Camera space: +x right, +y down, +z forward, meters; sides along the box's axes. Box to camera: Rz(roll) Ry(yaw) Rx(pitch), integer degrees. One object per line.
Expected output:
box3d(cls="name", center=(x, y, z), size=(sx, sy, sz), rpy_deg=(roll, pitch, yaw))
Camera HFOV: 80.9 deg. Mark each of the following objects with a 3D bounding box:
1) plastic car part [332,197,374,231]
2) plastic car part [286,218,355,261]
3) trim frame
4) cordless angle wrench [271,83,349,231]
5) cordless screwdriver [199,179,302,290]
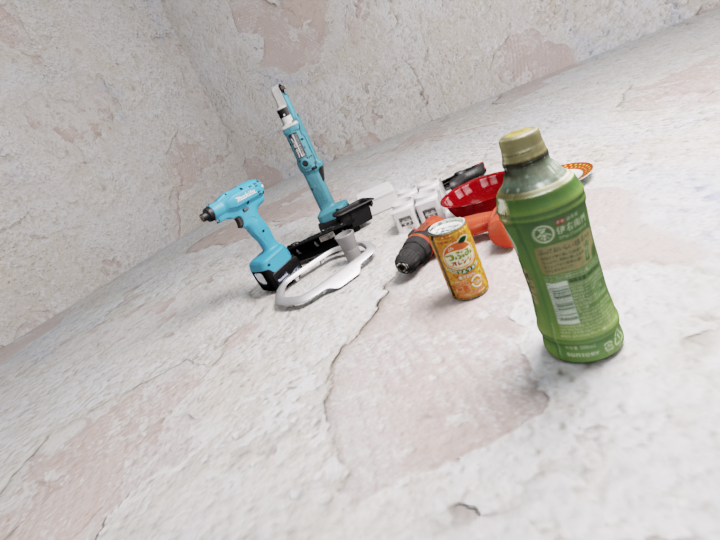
box3d(cls="plastic car part", center=(-0.015, -0.140, 1.114), size=(0.115, 0.069, 0.069), rpy_deg=(-33, 19, -21))
box3d(cls="plastic car part", center=(-0.102, -0.067, 1.041), size=(0.209, 0.065, 0.066), rpy_deg=(-16, 20, 24))
box3d(cls="trim frame", center=(-0.075, 0.004, 0.893), size=(0.244, 0.027, 0.193), rpy_deg=(-35, 22, -24))
box3d(cls="cordless angle wrench", center=(-0.139, -0.293, 1.141), size=(0.100, 0.412, 0.074), rpy_deg=(-18, 17, 22))
box3d(cls="cordless screwdriver", center=(-0.241, -0.064, 0.943), size=(0.078, 0.242, 0.156), rpy_deg=(-6, 25, 48))
